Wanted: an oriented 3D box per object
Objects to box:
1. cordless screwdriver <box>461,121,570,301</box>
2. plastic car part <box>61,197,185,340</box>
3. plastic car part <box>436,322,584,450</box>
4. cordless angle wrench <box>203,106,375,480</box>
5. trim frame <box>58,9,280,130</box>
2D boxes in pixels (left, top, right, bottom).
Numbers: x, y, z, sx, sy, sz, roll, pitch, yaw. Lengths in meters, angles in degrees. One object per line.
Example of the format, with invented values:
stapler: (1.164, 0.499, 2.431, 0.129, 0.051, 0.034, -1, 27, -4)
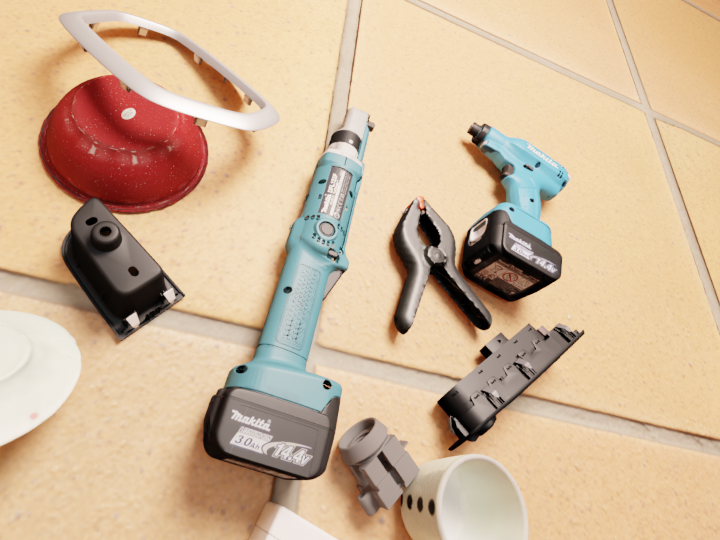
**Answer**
cordless screwdriver: (0.191, -0.093, 0.560, 0.158, 0.075, 0.250, 31, 54, -6)
plastic car part: (-0.208, -0.012, 0.357, 0.065, 0.072, 0.117, -39, 88, -34)
plastic car part: (0.153, 0.109, 0.448, 0.198, 0.066, 0.069, -32, 72, -32)
cordless angle wrench: (-0.043, -0.028, 0.435, 0.096, 0.075, 0.430, 21, 57, -14)
trim frame: (-0.194, -0.213, 0.447, 0.257, 0.027, 0.178, 39, 33, 18)
